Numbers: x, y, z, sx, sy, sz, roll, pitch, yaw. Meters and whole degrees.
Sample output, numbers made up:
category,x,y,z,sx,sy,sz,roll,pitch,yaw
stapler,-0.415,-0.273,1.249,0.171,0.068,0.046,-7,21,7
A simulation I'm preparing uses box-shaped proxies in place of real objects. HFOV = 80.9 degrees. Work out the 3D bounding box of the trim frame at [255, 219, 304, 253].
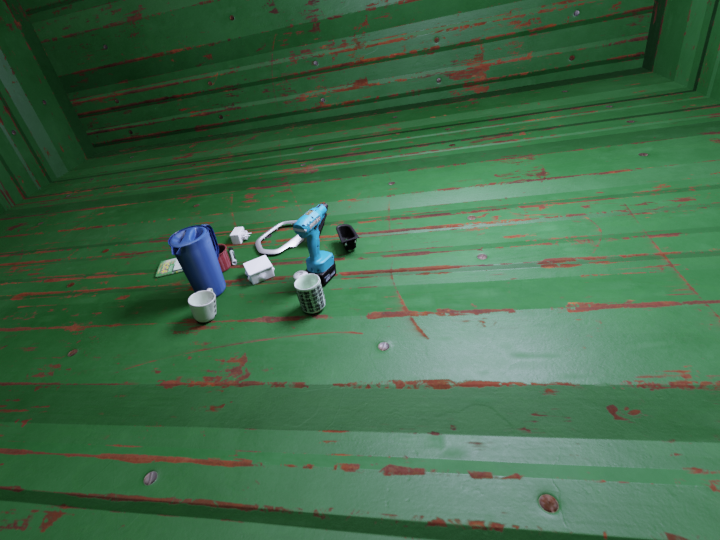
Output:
category,x,y,z,sx,sy,sz,roll,pitch,yaw
trim frame,-0.311,-0.136,1.697,0.194,0.026,0.245,17,45,36

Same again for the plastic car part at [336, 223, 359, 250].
category,x,y,z,sx,sy,sz,roll,pitch,yaw
plastic car part,-0.047,-0.115,1.541,0.065,0.068,0.122,-17,34,-7

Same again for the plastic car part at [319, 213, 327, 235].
category,x,y,z,sx,sy,sz,roll,pitch,yaw
plastic car part,-0.173,-0.175,1.672,0.068,0.064,0.206,-4,35,11

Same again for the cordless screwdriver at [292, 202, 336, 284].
category,x,y,z,sx,sy,sz,roll,pitch,yaw
cordless screwdriver,-0.135,-0.088,1.383,0.078,0.239,0.157,10,39,29
